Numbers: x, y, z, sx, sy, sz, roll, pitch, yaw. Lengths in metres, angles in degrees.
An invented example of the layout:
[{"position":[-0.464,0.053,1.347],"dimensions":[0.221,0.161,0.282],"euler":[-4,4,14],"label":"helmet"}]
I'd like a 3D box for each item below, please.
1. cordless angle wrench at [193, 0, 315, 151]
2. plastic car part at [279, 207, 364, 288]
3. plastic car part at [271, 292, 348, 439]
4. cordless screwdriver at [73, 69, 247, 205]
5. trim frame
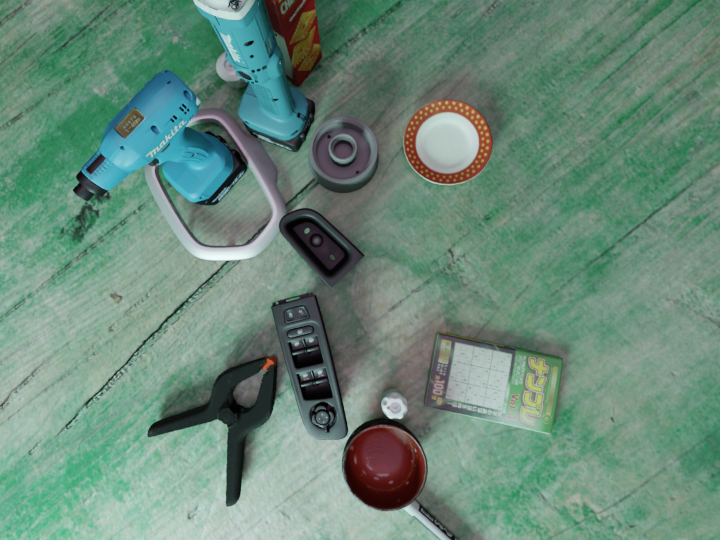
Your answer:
[{"position":[-0.114,-0.231,0.450],"dimensions":[0.098,0.421,0.074],"euler":[22,89,-1],"label":"cordless angle wrench"},{"position":[-0.059,-0.039,0.606],"dimensions":[0.066,0.070,0.118],"euler":[-44,86,-1],"label":"plastic car part"},{"position":[-0.068,0.135,0.595],"dimensions":[0.066,0.066,0.204],"euler":[-15,85,0],"label":"plastic car part"},{"position":[-0.239,-0.134,0.537],"dimensions":[0.075,0.247,0.159],"euler":[43,89,0],"label":"cordless screwdriver"},{"position":[-0.220,-0.130,0.645],"dimensions":[0.184,0.027,0.251],"euler":[-33,84,1],"label":"trim frame"}]
